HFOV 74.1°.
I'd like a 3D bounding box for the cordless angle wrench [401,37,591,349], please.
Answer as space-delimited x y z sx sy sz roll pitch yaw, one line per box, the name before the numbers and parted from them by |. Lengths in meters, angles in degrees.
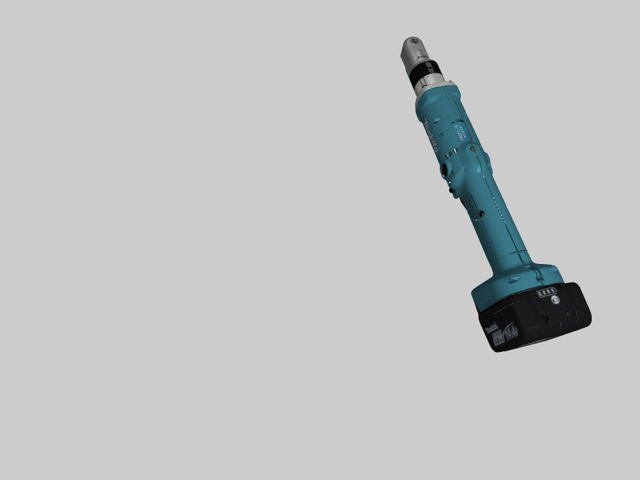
cordless angle wrench | 0.174 -0.086 0.510 0.074 0.422 0.098 -12 -22 -7
